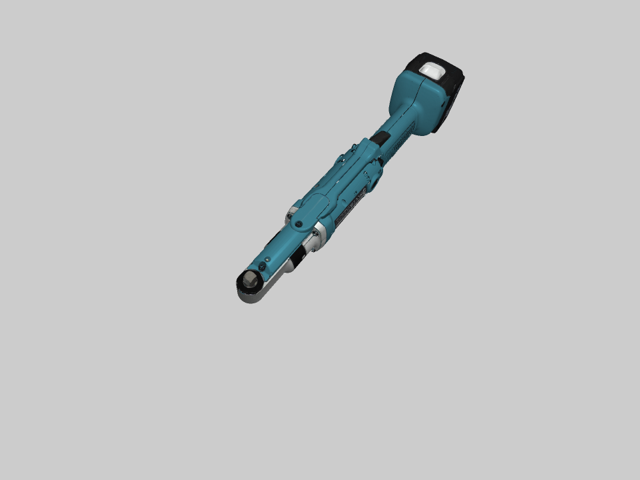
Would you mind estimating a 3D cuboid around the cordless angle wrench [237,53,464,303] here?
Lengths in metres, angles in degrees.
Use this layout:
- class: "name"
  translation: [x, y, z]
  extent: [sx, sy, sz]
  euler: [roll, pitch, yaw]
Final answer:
- class: "cordless angle wrench"
  translation: [0.045, -0.083, 0.513]
  extent: [0.074, 0.421, 0.098]
  euler: [33, -29, 13]
